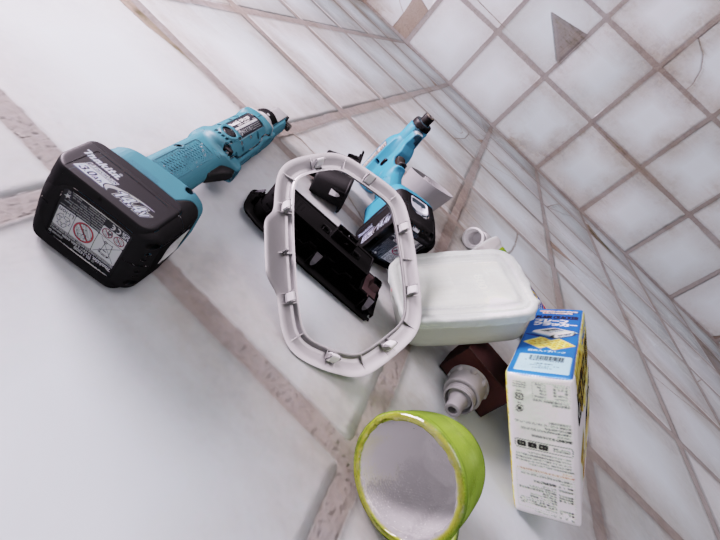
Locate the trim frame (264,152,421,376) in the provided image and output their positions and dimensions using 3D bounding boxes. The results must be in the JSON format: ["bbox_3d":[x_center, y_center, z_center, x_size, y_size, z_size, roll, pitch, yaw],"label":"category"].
[{"bbox_3d":[-0.015,-0.017,0.449,0.178,0.028,0.253,3,72,-23],"label":"trim frame"}]

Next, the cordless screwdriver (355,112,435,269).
[{"bbox_3d":[0.061,-0.128,0.631,0.071,0.161,0.256,30,36,-26],"label":"cordless screwdriver"}]

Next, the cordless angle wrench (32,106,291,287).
[{"bbox_3d":[-0.160,-0.135,0.477,0.096,0.075,0.427,38,29,-12],"label":"cordless angle wrench"}]

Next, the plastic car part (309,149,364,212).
[{"bbox_3d":[-0.043,-0.144,0.636,0.071,0.065,0.117,25,37,-4],"label":"plastic car part"}]

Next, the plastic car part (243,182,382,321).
[{"bbox_3d":[-0.048,-0.031,0.491,0.201,0.067,0.066,38,39,-5],"label":"plastic car part"}]
